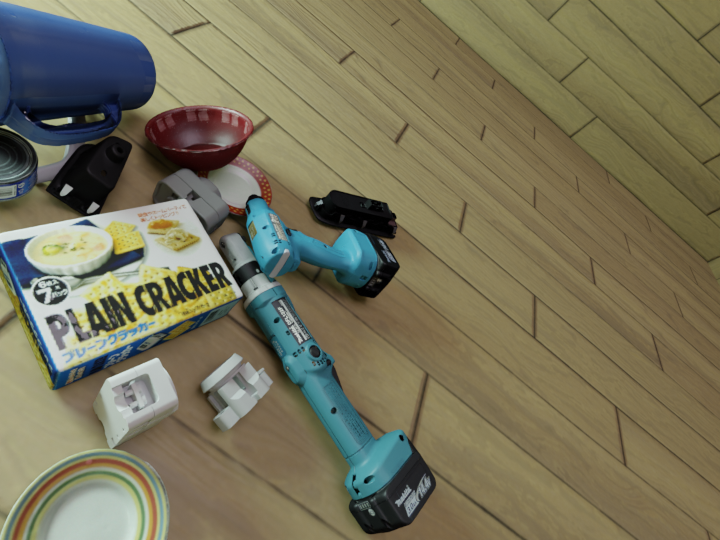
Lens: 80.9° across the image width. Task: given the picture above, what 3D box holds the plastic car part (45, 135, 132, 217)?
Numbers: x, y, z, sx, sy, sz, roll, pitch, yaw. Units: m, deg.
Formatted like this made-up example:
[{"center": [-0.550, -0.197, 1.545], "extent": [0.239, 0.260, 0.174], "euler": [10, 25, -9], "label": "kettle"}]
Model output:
[{"center": [-0.334, -0.135, 0.546], "extent": [0.062, 0.073, 0.120], "euler": [44, 37, -41], "label": "plastic car part"}]

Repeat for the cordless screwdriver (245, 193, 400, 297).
[{"center": [-0.066, -0.043, 0.671], "extent": [0.236, 0.074, 0.167], "euler": [13, 33, -37], "label": "cordless screwdriver"}]

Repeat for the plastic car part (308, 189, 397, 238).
[{"center": [-0.002, -0.111, 0.808], "extent": [0.194, 0.068, 0.068], "euler": [5, 63, -32], "label": "plastic car part"}]

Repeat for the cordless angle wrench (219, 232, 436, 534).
[{"center": [-0.072, 0.119, 0.560], "extent": [0.094, 0.075, 0.434], "euler": [-20, 68, -49], "label": "cordless angle wrench"}]

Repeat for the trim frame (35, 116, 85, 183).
[{"center": [-0.461, -0.202, 0.548], "extent": [0.175, 0.028, 0.257], "euler": [3, 57, -38], "label": "trim frame"}]
